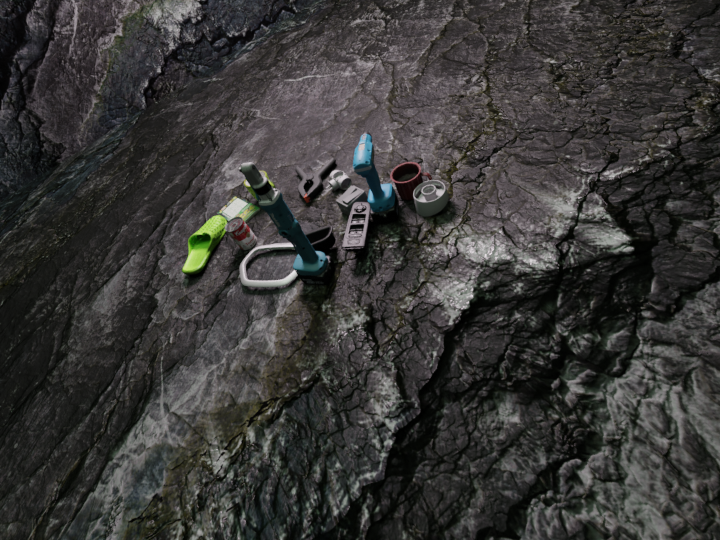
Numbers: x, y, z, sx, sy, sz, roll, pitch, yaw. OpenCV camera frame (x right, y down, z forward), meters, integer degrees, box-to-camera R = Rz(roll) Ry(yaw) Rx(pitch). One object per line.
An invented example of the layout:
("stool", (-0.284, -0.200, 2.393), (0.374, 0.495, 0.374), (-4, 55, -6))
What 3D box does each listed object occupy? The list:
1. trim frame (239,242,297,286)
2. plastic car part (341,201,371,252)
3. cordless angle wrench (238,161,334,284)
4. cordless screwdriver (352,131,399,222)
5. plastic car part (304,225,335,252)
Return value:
("trim frame", (-0.272, -0.021, 1.322), (0.258, 0.026, 0.187), (-3, 51, 25))
("plastic car part", (-0.002, -0.124, 1.242), (0.068, 0.063, 0.207), (-9, 49, 20))
("cordless angle wrench", (-0.187, -0.113, 1.090), (0.102, 0.401, 0.075), (2, 52, 27))
("cordless screwdriver", (0.044, -0.266, 1.218), (0.076, 0.236, 0.163), (-9, 48, 19))
("plastic car part", (-0.124, -0.081, 1.266), (0.118, 0.067, 0.068), (-17, 46, 14))
